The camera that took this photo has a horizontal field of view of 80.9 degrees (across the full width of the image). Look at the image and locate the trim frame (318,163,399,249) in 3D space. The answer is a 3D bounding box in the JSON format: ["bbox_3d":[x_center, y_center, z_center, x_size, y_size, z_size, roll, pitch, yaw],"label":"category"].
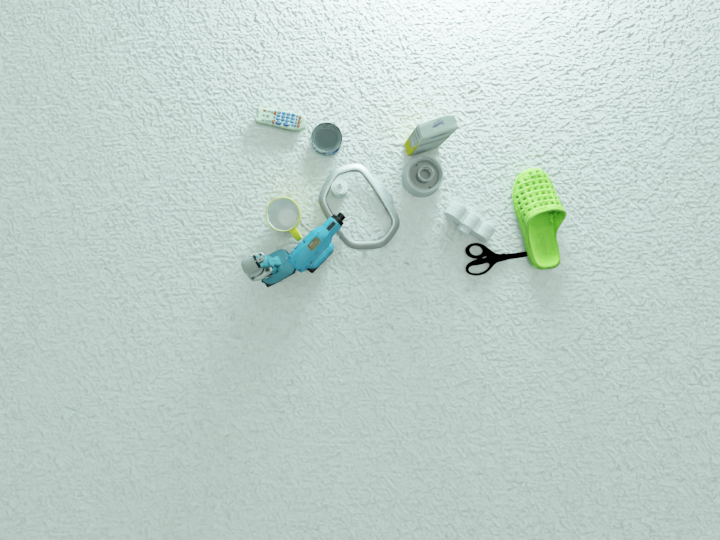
[{"bbox_3d":[-0.003,-0.171,1.145,0.184,0.027,0.250,-34,86,-1],"label":"trim frame"}]

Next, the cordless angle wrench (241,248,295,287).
[{"bbox_3d":[-0.211,-0.008,0.941,0.098,0.423,0.074,-28,92,-4],"label":"cordless angle wrench"}]

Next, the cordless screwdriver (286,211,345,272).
[{"bbox_3d":[-0.101,-0.066,1.029,0.074,0.249,0.159,44,87,-2],"label":"cordless screwdriver"}]
